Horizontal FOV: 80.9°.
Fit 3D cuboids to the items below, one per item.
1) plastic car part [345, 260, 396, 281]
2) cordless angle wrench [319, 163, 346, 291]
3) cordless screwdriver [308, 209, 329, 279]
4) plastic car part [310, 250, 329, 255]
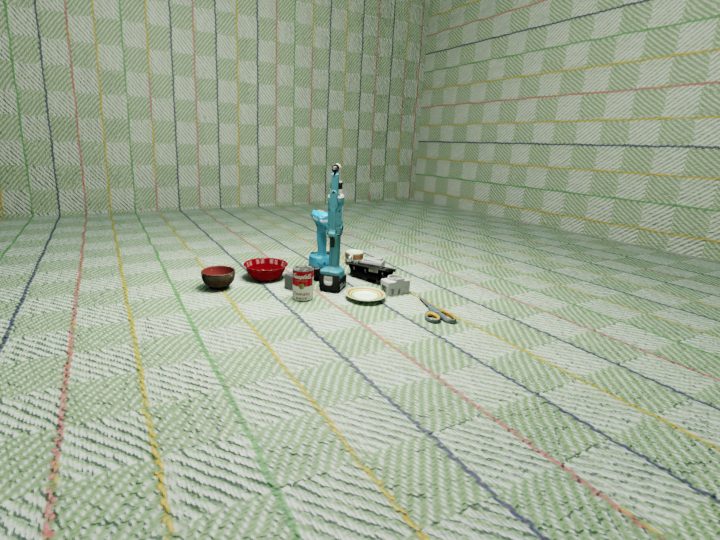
[{"bbox_3d":[0.031,0.003,1.548,0.214,0.066,0.064,17,21,41],"label":"plastic car part"},{"bbox_3d":[-0.086,-0.141,1.406,0.077,0.417,0.096,7,15,17],"label":"cordless angle wrench"},{"bbox_3d":[-0.153,-0.100,1.560,0.072,0.245,0.166,-3,16,-23],"label":"cordless screwdriver"},{"bbox_3d":[-0.135,-0.038,1.660,0.114,0.070,0.068,-2,16,-14],"label":"plastic car part"}]
